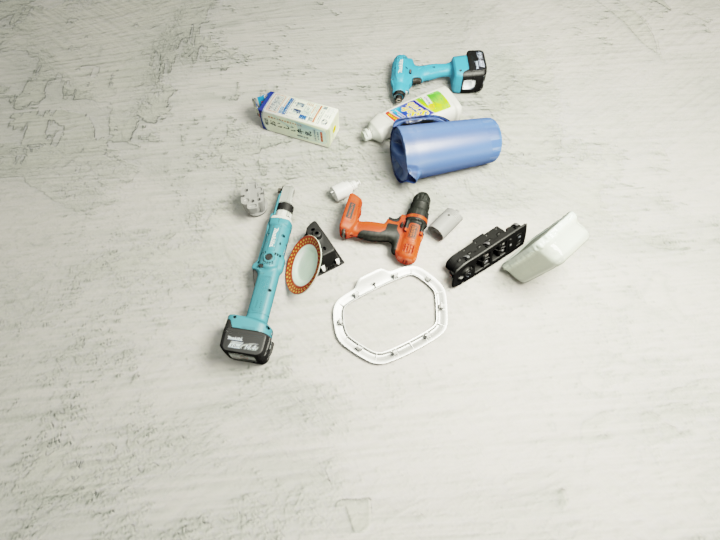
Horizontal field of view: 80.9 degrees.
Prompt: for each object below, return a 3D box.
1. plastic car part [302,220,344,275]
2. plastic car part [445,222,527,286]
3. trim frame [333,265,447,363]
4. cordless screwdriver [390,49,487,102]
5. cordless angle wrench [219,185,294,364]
[{"bbox_3d":[-0.092,-0.060,0.938,0.065,0.069,0.121,-26,68,-12],"label":"plastic car part"},{"bbox_3d":[0.262,-0.042,0.905,0.201,0.063,0.070,-36,58,-13],"label":"plastic car part"},{"bbox_3d":[0.063,0.083,0.876,0.247,0.026,0.192,-26,63,-7],"label":"trim frame"},{"bbox_3d":[0.208,-0.522,1.153,0.253,0.071,0.162,3,64,10],"label":"cordless screwdriver"},{"bbox_3d":[-0.199,-0.016,0.927,0.099,0.072,0.431,6,61,5],"label":"cordless angle wrench"}]
